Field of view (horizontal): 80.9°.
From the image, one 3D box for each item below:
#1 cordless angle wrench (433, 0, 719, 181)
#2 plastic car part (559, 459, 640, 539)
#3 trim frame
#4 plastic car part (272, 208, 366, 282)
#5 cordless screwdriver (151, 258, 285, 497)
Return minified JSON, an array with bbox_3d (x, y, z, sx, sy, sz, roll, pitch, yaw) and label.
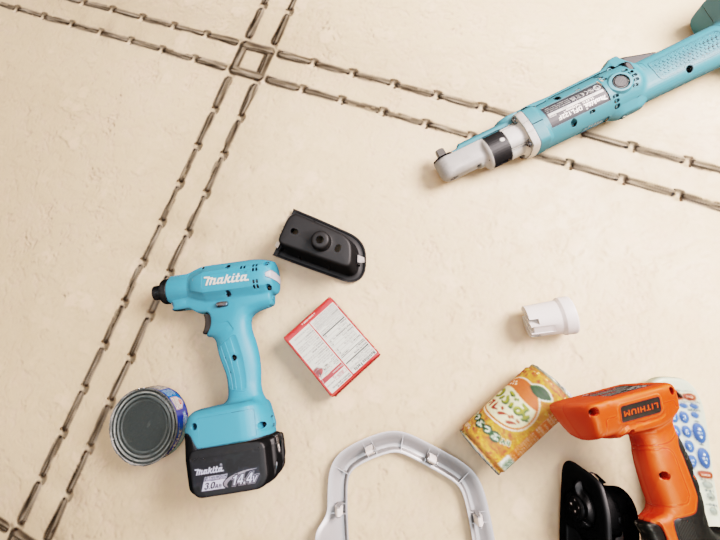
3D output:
[{"bbox_3d":[0.286,-0.204,0.484,0.425,0.072,0.100,-25,77,6],"label":"cordless angle wrench"},{"bbox_3d":[0.227,0.290,0.390,0.067,0.066,0.205,1,78,-3],"label":"plastic car part"},{"bbox_3d":[0.046,0.299,0.436,0.187,0.027,0.252,-6,79,9],"label":"trim frame"},{"bbox_3d":[-0.049,-0.032,0.500,0.120,0.069,0.066,22,84,15],"label":"plastic car part"},{"bbox_3d":[-0.168,0.114,0.489,0.161,0.072,0.254,-8,73,7],"label":"cordless screwdriver"}]
